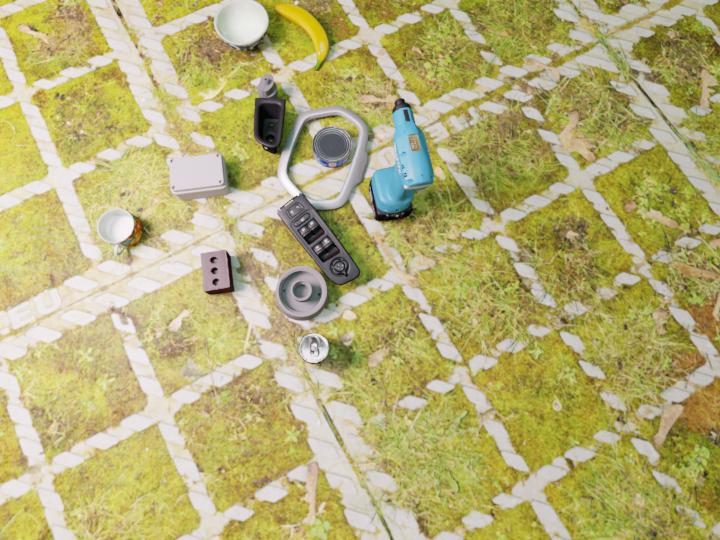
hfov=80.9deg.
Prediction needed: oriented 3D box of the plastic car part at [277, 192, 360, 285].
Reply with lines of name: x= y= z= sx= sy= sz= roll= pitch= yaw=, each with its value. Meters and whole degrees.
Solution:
plastic car part: x=-0.083 y=-0.054 z=0.849 sx=0.066 sy=0.066 sz=0.207 roll=-37 pitch=81 yaw=-11

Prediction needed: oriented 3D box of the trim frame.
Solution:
trim frame: x=-0.076 y=-0.247 z=0.917 sx=0.185 sy=0.027 sz=0.250 roll=16 pitch=76 yaw=2

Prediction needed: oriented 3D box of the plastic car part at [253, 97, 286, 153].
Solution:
plastic car part: x=-0.194 y=-0.301 z=0.905 sx=0.066 sy=0.070 sz=0.118 roll=2 pitch=77 yaw=-4

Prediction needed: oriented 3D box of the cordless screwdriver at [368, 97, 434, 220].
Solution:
cordless screwdriver: x=0.069 y=-0.194 z=0.796 sx=0.074 sy=0.247 sz=0.162 roll=-9 pitch=79 yaw=-8
